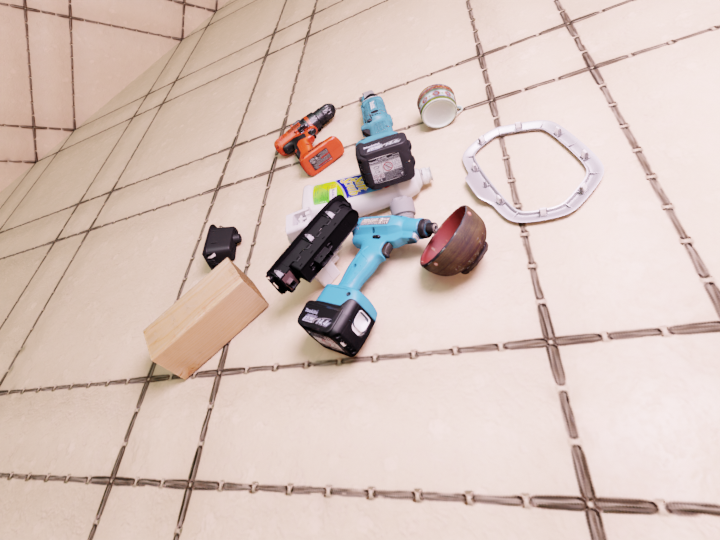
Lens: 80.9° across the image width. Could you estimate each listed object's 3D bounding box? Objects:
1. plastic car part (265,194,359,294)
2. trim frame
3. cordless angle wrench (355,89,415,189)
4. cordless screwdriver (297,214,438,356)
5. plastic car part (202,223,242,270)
[{"bbox_3d":[-0.070,-0.046,0.714,0.071,0.063,0.202,17,65,42],"label":"plastic car part"},{"bbox_3d":[0.274,-0.175,0.706,0.186,0.026,0.259,-26,48,12],"label":"trim frame"},{"bbox_3d":[0.035,-0.308,0.891,0.099,0.071,0.436,-16,37,9],"label":"cordless angle wrench"},{"bbox_3d":[0.016,0.010,0.671,0.167,0.070,0.249,0,53,43],"label":"cordless screwdriver"},{"bbox_3d":[-0.302,-0.062,0.944,0.072,0.063,0.120,-7,48,6],"label":"plastic car part"}]
